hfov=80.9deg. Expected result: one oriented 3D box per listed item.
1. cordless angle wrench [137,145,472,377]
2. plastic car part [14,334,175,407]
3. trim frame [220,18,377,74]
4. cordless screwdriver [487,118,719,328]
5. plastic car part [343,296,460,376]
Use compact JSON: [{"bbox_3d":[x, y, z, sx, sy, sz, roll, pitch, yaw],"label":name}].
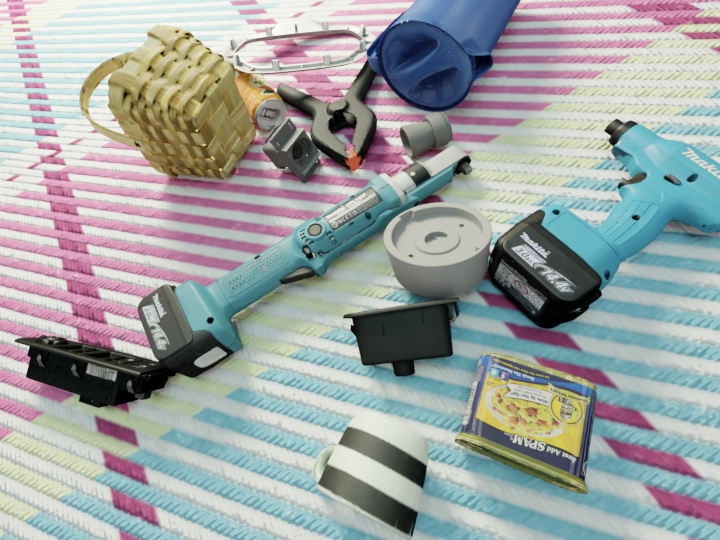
[{"bbox_3d":[-0.049,-0.032,0.499,0.421,0.071,0.102,-33,62,-7],"label":"cordless angle wrench"},{"bbox_3d":[-0.318,0.118,0.498,0.210,0.064,0.067,12,93,18],"label":"plastic car part"},{"bbox_3d":[-0.098,-0.357,0.667,0.249,0.026,0.191,-8,46,0],"label":"trim frame"},{"bbox_3d":[0.245,-0.061,0.438,0.247,0.071,0.167,-30,60,-7],"label":"cordless screwdriver"},{"bbox_3d":[0.047,0.070,0.431,0.118,0.064,0.072,-13,76,10],"label":"plastic car part"}]
